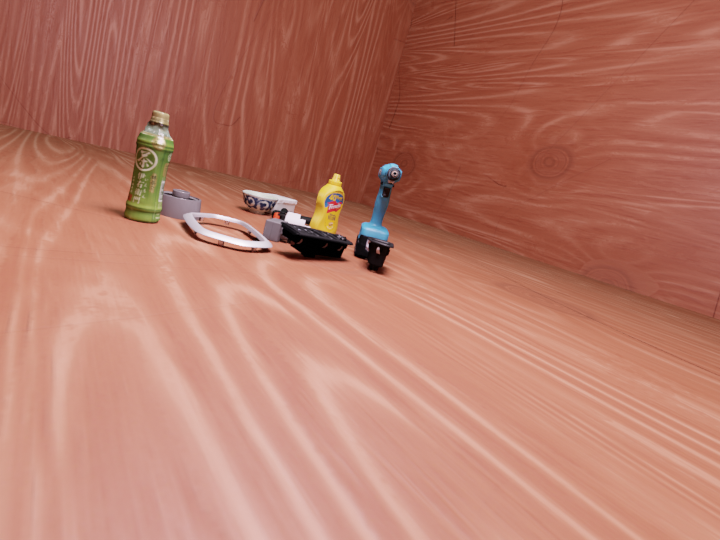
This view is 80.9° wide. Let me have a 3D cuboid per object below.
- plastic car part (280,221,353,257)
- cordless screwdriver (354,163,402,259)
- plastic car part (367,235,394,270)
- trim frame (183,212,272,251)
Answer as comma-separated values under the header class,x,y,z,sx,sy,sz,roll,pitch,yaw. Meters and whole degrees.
class,x,y,z,sx,sy,sz,roll,pitch,yaw
plastic car part,-0.091,-0.060,0.934,0.070,0.066,0.193,23,14,38
cordless screwdriver,0.050,-0.146,1.065,0.074,0.247,0.161,15,10,-4
plastic car part,0.039,-0.036,0.973,0.066,0.070,0.116,15,11,1
trim frame,-0.287,-0.087,0.921,0.176,0.027,0.262,7,14,-33
